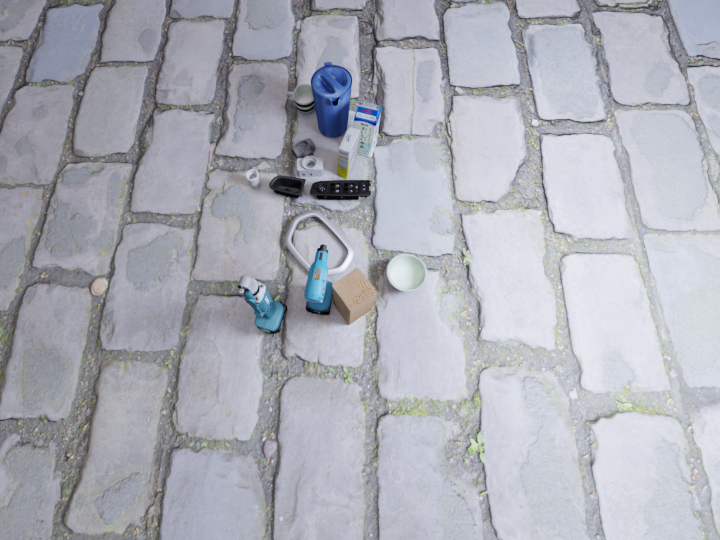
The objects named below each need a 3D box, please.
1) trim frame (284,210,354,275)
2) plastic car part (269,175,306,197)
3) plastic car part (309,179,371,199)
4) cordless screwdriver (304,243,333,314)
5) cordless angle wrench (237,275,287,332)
[{"bbox_3d":[-0.135,-0.088,1.381,0.183,0.027,0.256,-40,73,-12],"label":"trim frame"},{"bbox_3d":[-0.246,-0.278,1.435,0.118,0.069,0.067,10,71,5],"label":"plastic car part"},{"bbox_3d":[-0.068,-0.268,1.425,0.204,0.065,0.067,2,71,3],"label":"plastic car part"},{"bbox_3d":[-0.116,0.035,1.219,0.075,0.244,0.161,9,71,1],"label":"cordless screwdriver"},{"bbox_3d":[-0.263,0.084,1.117,0.075,0.414,0.099,16,72,3],"label":"cordless angle wrench"}]
